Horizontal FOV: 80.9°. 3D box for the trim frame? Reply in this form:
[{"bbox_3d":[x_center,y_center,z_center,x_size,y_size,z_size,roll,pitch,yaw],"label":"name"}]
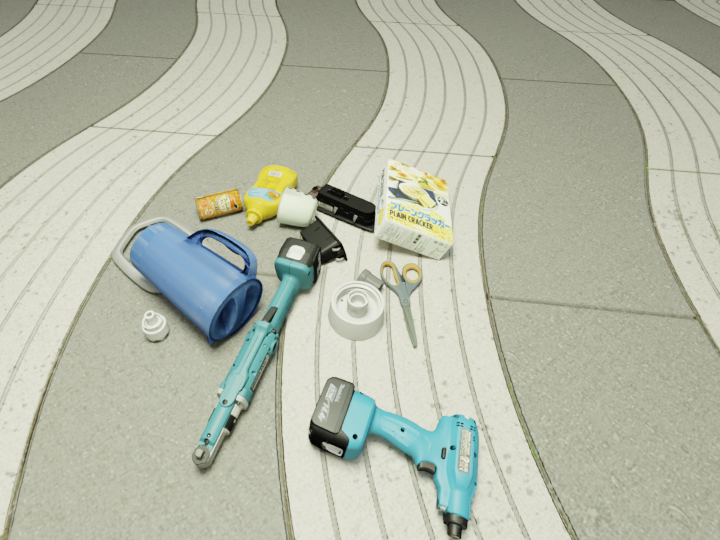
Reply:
[{"bbox_3d":[-0.422,-0.041,0.917,0.260,0.026,0.182,30,55,26],"label":"trim frame"}]

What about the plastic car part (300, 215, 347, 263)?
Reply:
[{"bbox_3d":[-0.090,-0.059,0.919,0.070,0.063,0.123,-35,54,-12],"label":"plastic car part"}]

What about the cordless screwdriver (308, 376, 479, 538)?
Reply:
[{"bbox_3d":[0.045,0.264,0.619,0.253,0.072,0.161,15,50,7],"label":"cordless screwdriver"}]

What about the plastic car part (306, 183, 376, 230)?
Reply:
[{"bbox_3d":[-0.039,-0.159,1.006,0.211,0.065,0.065,29,46,19],"label":"plastic car part"}]

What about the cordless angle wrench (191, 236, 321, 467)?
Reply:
[{"bbox_3d":[-0.174,0.124,0.739,0.076,0.095,0.427,14,54,9],"label":"cordless angle wrench"}]
